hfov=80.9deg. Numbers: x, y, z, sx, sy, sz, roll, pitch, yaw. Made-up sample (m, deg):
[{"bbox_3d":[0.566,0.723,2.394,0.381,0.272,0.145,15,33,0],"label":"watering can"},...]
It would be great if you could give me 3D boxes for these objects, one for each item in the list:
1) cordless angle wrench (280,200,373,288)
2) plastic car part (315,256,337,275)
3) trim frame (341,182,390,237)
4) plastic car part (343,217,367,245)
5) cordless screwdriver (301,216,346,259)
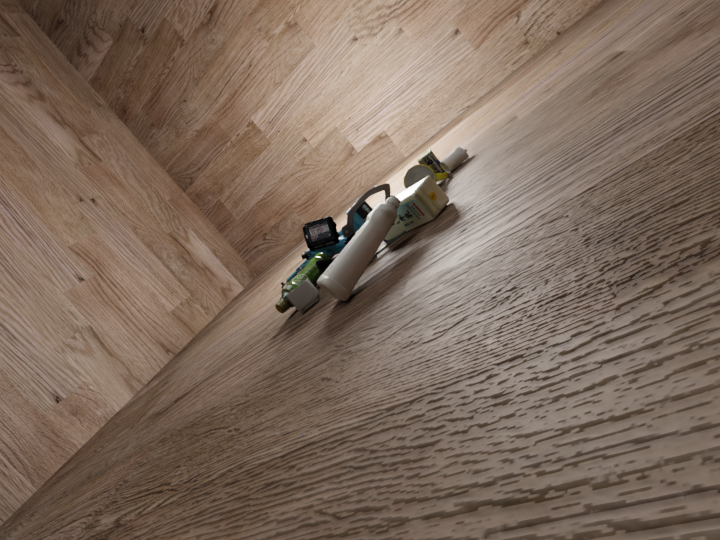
[{"bbox_3d":[-0.117,-0.071,1.462,0.425,0.097,0.075,-43,7,10],"label":"cordless angle wrench"},{"bbox_3d":[-0.060,-0.014,1.125,0.069,0.065,0.120,-29,7,-29],"label":"plastic car part"},{"bbox_3d":[0.020,-0.166,1.243,0.183,0.028,0.241,-41,-17,-13],"label":"trim frame"},{"bbox_3d":[0.029,-0.117,1.217,0.203,0.065,0.068,-43,15,-1],"label":"plastic car part"},{"bbox_3d":[-0.126,-0.082,1.288,0.160,0.076,0.243,-17,-10,4],"label":"cordless screwdriver"}]
